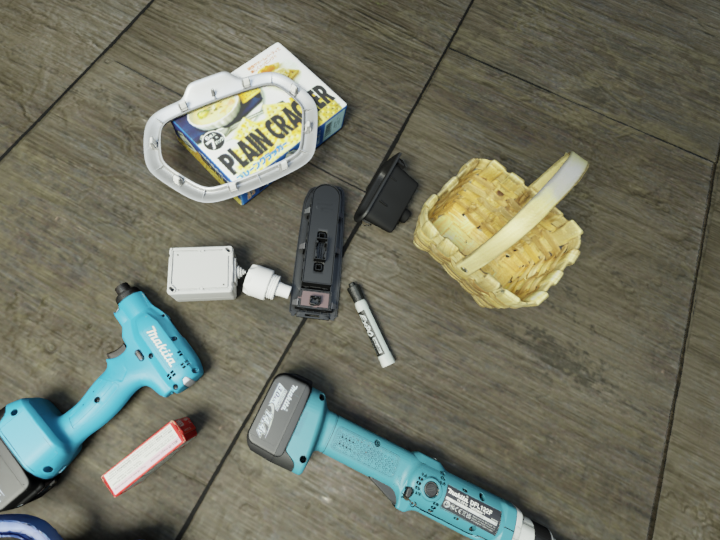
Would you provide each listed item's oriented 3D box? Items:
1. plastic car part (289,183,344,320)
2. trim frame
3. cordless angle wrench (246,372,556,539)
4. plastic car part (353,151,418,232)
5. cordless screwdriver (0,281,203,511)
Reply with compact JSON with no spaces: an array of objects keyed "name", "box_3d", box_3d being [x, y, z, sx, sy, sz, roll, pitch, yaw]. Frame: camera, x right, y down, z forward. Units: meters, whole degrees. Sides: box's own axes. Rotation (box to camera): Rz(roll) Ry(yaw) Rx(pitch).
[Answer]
[{"name":"plastic car part","box_3d":[-0.058,-0.038,0.592,0.067,0.065,0.207,4,68,1]},{"name":"trim frame","box_3d":[-0.174,-0.192,0.581,0.246,0.027,0.189,-26,74,-11]},{"name":"cordless angle wrench","box_3d":[0.072,0.253,0.498,0.425,0.074,0.098,26,71,2]},{"name":"plastic car part","box_3d":[0.044,-0.103,0.625,0.069,0.067,0.117,29,74,-12]},{"name":"cordless screwdriver","box_3d":[-0.333,0.138,0.504,0.246,0.074,0.163,-38,79,-20]}]
